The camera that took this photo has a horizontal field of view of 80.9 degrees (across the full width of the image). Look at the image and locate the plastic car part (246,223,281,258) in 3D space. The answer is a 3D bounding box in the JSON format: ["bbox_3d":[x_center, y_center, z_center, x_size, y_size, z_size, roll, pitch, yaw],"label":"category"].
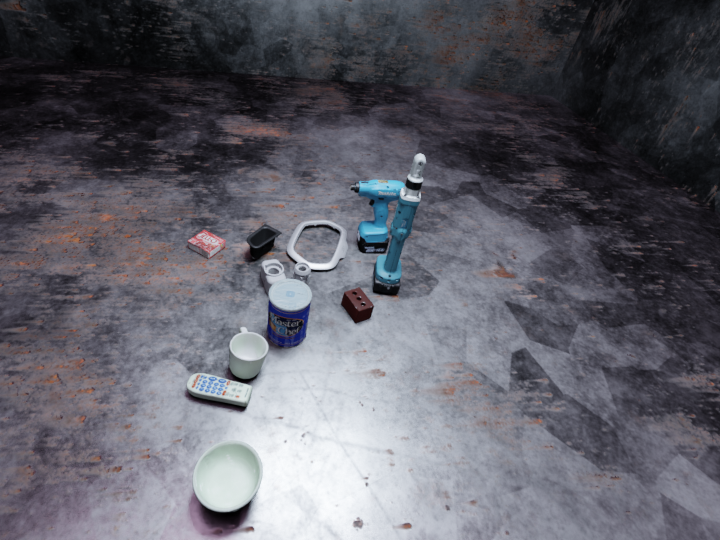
[{"bbox_3d":[-0.300,-0.079,1.279,0.068,0.069,0.115,25,43,16],"label":"plastic car part"}]

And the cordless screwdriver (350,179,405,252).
[{"bbox_3d":[0.032,-0.169,1.304,0.157,0.243,0.077,3,41,-10],"label":"cordless screwdriver"}]

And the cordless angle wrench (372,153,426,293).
[{"bbox_3d":[0.107,-0.112,1.120,0.074,0.413,0.100,9,40,-4],"label":"cordless angle wrench"}]

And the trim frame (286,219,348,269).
[{"bbox_3d":[-0.132,-0.086,1.348,0.186,0.027,0.252,12,41,5],"label":"trim frame"}]
